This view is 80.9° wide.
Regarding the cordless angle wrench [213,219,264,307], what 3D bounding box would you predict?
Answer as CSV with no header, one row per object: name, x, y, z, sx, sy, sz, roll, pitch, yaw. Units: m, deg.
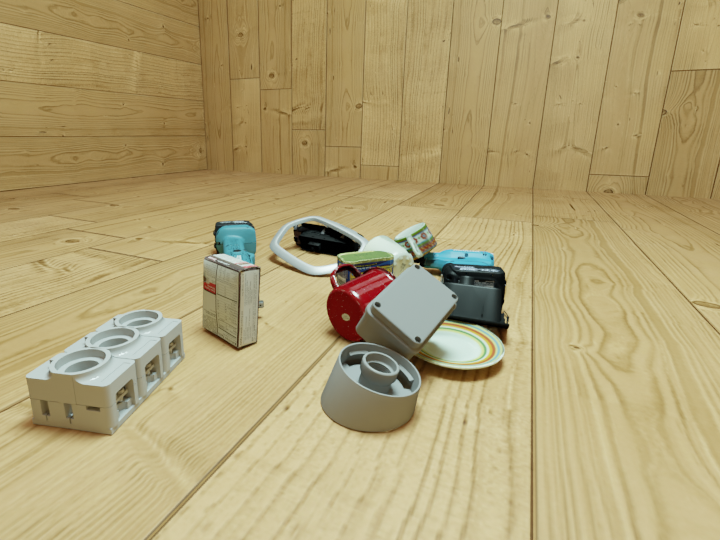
cordless angle wrench,-0.242,-0.014,0.840,0.096,0.073,0.441,-5,21,-17

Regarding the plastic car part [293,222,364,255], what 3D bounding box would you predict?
plastic car part,-0.083,-0.071,1.023,0.211,0.064,0.066,9,28,24

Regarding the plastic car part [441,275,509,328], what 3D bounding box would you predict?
plastic car part,0.164,0.045,0.635,0.121,0.071,0.063,10,-9,22

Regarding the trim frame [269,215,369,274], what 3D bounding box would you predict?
trim frame,-0.093,-0.061,0.948,0.181,0.026,0.263,-35,43,-29

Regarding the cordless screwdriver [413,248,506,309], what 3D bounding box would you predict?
cordless screwdriver,0.175,0.005,0.784,0.163,0.073,0.247,4,14,10
